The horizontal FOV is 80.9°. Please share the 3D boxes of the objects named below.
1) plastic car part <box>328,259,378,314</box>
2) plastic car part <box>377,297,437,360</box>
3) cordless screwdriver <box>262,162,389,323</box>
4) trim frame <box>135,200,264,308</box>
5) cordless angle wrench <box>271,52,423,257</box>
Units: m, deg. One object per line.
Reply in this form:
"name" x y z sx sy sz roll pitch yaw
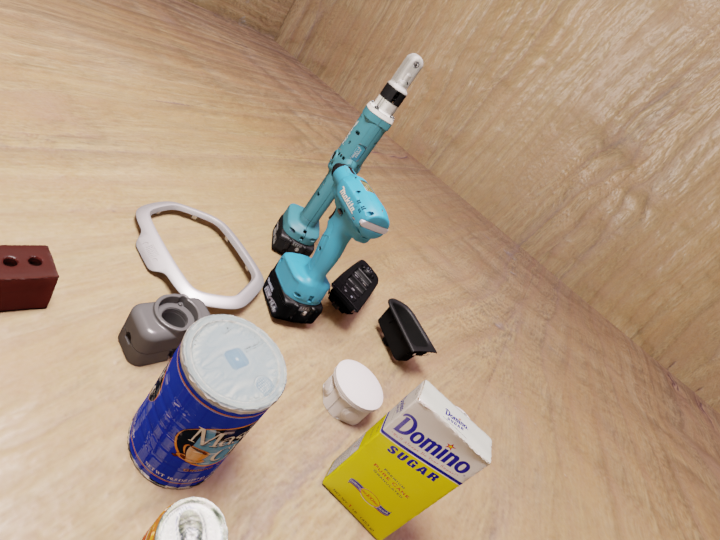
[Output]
"plastic car part" -0.014 0.035 0.810 0.067 0.067 0.200 39 26 3
"plastic car part" 0.072 0.118 0.773 0.062 0.071 0.122 14 34 -40
"cordless screwdriver" -0.065 -0.043 0.668 0.070 0.249 0.167 17 33 -38
"trim frame" -0.255 -0.030 0.669 0.176 0.027 0.260 -3 46 -52
"cordless angle wrench" -0.028 -0.194 0.765 0.071 0.424 0.101 27 29 -24
